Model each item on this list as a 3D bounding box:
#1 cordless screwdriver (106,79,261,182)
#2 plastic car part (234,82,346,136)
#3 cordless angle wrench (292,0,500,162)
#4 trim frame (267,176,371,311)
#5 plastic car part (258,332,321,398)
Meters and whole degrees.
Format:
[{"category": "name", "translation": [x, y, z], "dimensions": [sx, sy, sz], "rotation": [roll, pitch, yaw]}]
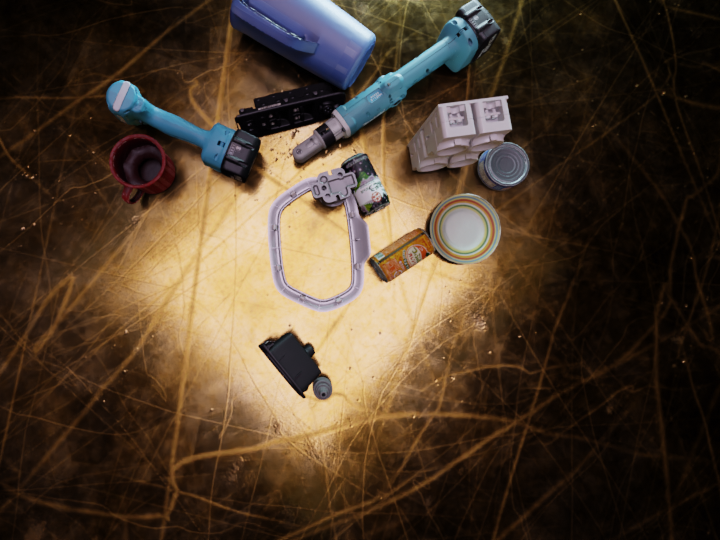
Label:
[{"category": "cordless screwdriver", "translation": [-0.303, -0.237, 0.738], "dimensions": [0.241, 0.164, 0.074], "rotation": [23, 89, -18]}, {"category": "plastic car part", "translation": [-0.128, -0.299, 0.777], "dimensions": [0.202, 0.064, 0.069], "rotation": [-11, 62, -2]}, {"category": "cordless angle wrench", "translation": [0.052, -0.326, 0.769], "dimensions": [0.422, 0.097, 0.075], "rotation": [-35, 88, -1]}, {"category": "trim frame", "translation": [-0.075, -0.049, 0.770], "dimensions": [0.183, 0.027, 0.250], "rotation": [-5, 84, -3]}, {"category": "plastic car part", "translation": [-0.116, 0.155, 0.739], "dimensions": [0.070, 0.067, 0.116], "rotation": [-43, 93, -20]}]
